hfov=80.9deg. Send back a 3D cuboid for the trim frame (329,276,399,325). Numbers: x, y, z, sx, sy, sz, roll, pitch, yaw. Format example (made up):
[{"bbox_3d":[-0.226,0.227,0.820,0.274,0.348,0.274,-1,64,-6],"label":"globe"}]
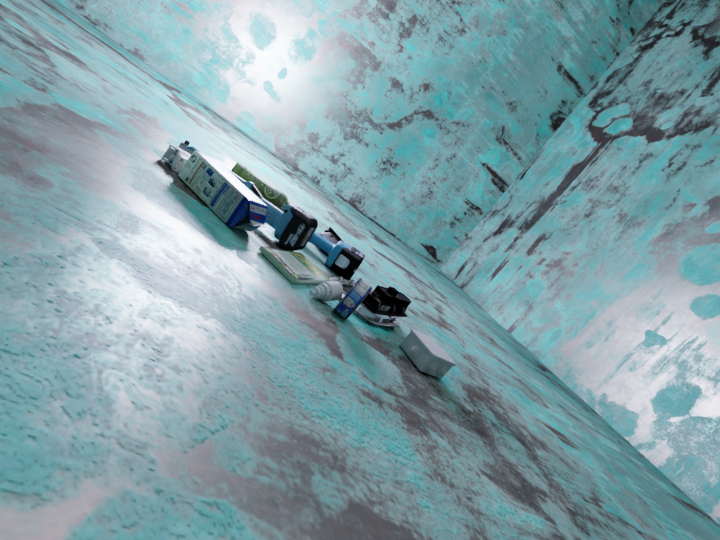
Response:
[{"bbox_3d":[0.017,0.078,1.034,0.193,0.027,0.237,43,10,25],"label":"trim frame"}]

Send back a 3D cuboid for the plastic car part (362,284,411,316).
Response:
[{"bbox_3d":[0.067,0.071,1.020,0.070,0.067,0.192,36,6,32],"label":"plastic car part"}]

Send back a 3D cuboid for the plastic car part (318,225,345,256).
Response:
[{"bbox_3d":[-0.095,-0.074,1.257,0.067,0.066,0.123,4,35,-45],"label":"plastic car part"}]

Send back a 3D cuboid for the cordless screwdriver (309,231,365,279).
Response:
[{"bbox_3d":[-0.112,-0.073,1.144,0.253,0.074,0.157,35,11,8],"label":"cordless screwdriver"}]

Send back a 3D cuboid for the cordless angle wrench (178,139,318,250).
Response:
[{"bbox_3d":[-0.301,-0.200,1.056,0.434,0.098,0.072,35,10,13],"label":"cordless angle wrench"}]
